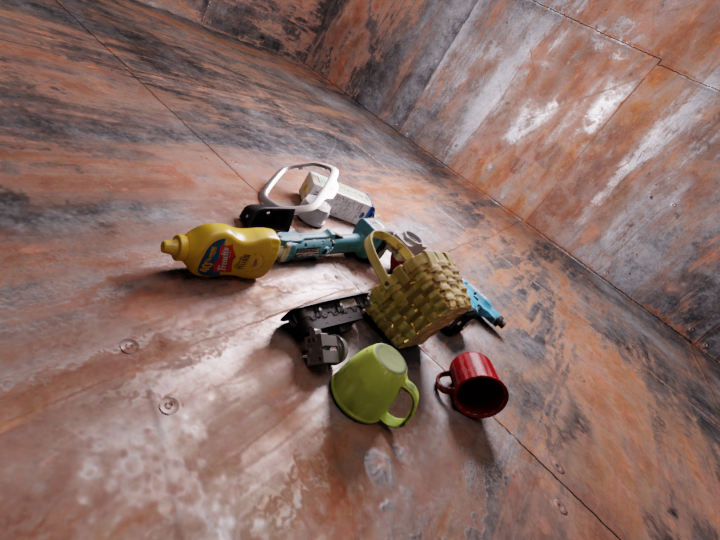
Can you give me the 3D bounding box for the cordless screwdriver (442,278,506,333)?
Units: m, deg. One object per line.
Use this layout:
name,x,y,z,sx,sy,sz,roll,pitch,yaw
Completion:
cordless screwdriver,0.265,0.099,1.033,0.166,0.074,0.238,44,24,21

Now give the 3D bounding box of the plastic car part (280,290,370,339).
plastic car part,-0.055,0.081,0.739,0.193,0.068,0.069,0,67,-49

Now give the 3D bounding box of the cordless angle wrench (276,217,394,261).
cordless angle wrench,-0.090,-0.059,0.917,0.404,0.098,0.078,-8,48,-47

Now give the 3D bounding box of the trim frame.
trim frame,-0.149,-0.212,1.065,0.189,0.026,0.250,7,41,15

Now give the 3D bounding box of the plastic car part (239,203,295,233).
plastic car part,-0.212,-0.120,0.921,0.111,0.065,0.075,-1,27,-44
